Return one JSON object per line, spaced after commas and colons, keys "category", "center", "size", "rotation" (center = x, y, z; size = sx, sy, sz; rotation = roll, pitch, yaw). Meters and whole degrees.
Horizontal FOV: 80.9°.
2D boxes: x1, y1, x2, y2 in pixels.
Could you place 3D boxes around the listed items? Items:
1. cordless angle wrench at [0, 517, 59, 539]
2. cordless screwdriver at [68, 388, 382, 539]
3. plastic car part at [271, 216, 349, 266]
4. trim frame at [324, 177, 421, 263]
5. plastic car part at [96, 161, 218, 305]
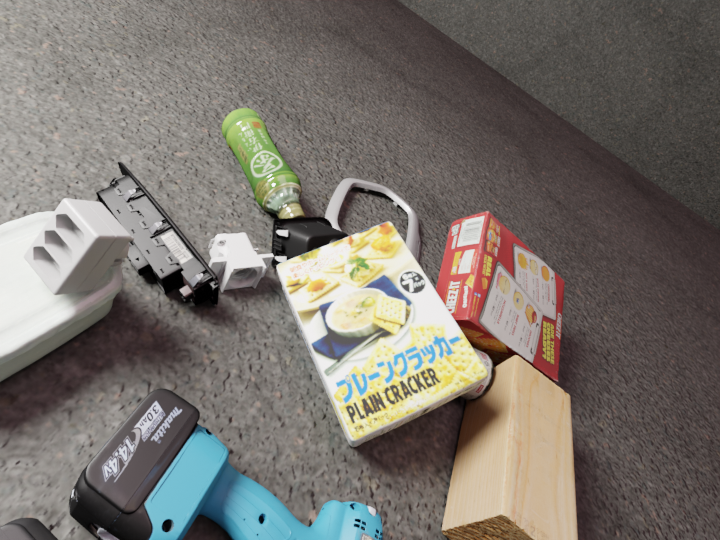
{"category": "cordless angle wrench", "center": [-0.087, 0.327, 0.216], "size": [0.429, 0.074, 0.096], "rotation": [43, 41, 7]}
{"category": "cordless screwdriver", "center": [-0.099, 0.215, 0.317], "size": [0.246, 0.075, 0.160], "rotation": [34, 40, -7]}
{"category": "plastic car part", "center": [-0.057, -0.037, 0.580], "size": [0.112, 0.065, 0.075], "rotation": [-11, 23, -41]}
{"category": "trim frame", "center": [0.029, -0.077, 0.727], "size": [0.182, 0.027, 0.252], "rotation": [27, 39, -8]}
{"category": "plastic car part", "center": [-0.240, -0.037, 0.486], "size": [0.066, 0.065, 0.209], "rotation": [-32, 72, -21]}
